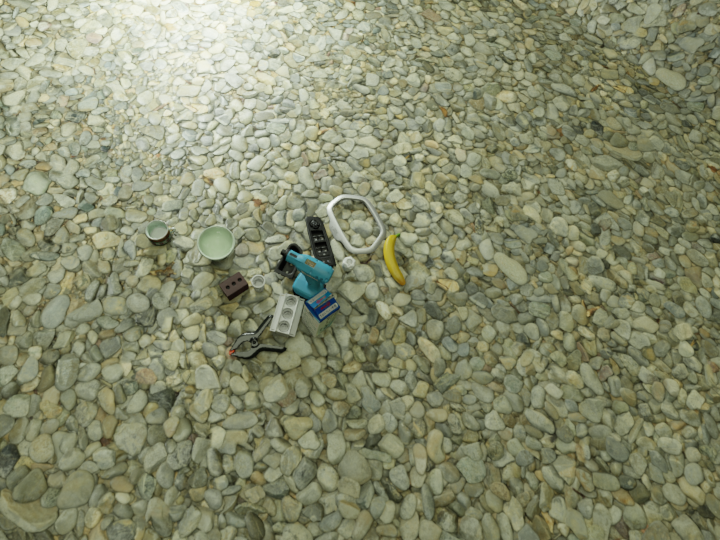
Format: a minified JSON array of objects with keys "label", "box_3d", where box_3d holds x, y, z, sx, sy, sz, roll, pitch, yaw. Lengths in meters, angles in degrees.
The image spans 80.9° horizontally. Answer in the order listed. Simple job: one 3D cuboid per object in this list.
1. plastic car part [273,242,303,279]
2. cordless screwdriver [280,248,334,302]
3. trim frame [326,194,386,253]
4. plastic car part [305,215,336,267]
[{"label":"plastic car part","box_3d":[-0.229,-0.024,1.384,0.066,0.070,0.117,23,66,2]},{"label":"cordless screwdriver","box_3d":[-0.170,0.018,1.275,0.161,0.246,0.074,29,67,3]},{"label":"trim frame","box_3d":[-0.018,-0.166,1.490,0.181,0.027,0.256,-23,70,-15]},{"label":"plastic car part","box_3d":[-0.139,-0.091,1.424,0.065,0.066,0.209,-12,68,-13]}]
